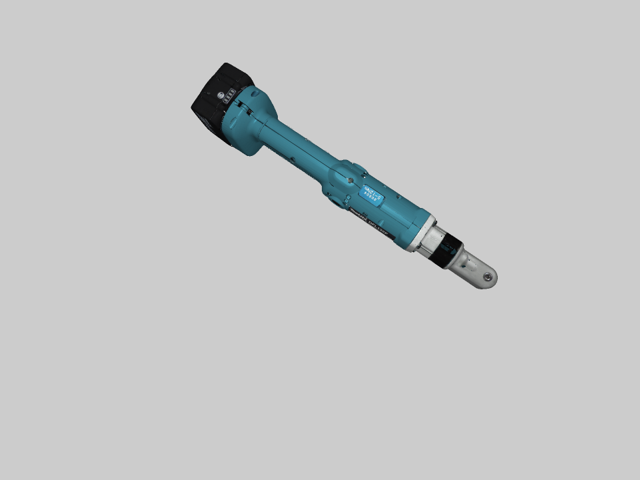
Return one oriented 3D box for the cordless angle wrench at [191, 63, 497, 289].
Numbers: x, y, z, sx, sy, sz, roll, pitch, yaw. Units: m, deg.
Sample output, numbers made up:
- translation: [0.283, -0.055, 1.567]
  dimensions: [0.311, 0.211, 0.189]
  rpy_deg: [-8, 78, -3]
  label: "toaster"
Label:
- translation: [0.033, -0.068, 0.528]
  dimensions: [0.423, 0.074, 0.098]
  rpy_deg: [35, -4, 7]
  label: "cordless angle wrench"
